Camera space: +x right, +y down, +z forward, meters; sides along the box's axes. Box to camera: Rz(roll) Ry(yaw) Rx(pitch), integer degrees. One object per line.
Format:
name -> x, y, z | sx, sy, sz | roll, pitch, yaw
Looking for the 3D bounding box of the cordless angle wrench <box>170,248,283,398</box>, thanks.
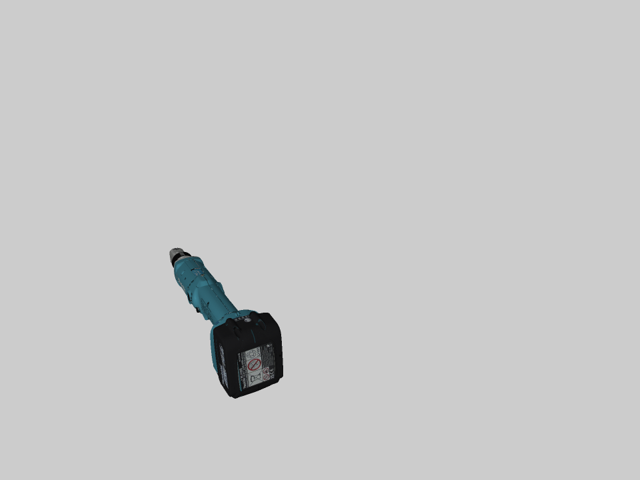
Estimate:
cordless angle wrench -> -0.185, 0.088, 0.683 | 0.074, 0.098, 0.423 | -13, 24, -28
